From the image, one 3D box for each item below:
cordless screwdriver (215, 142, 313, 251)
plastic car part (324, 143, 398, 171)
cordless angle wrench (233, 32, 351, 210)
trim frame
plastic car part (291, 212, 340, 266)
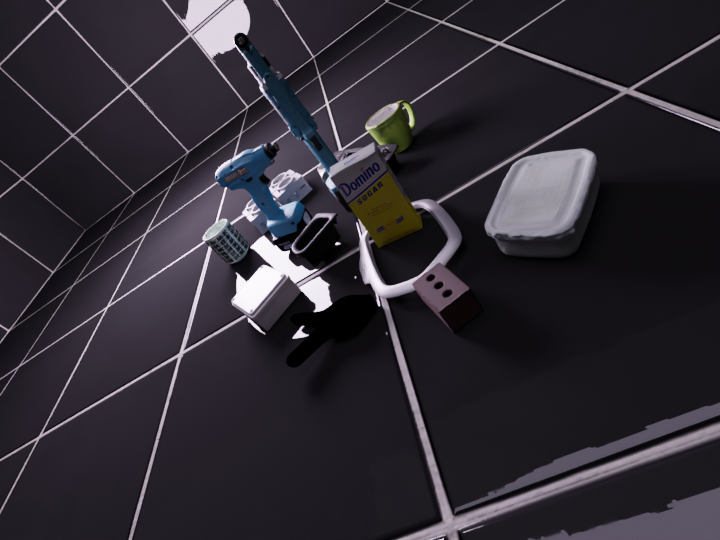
[{"bbox_3d":[-0.184,-0.161,0.933,0.164,0.237,0.076,-21,35,28],"label":"cordless screwdriver"},{"bbox_3d":[0.008,-0.256,1.010,0.213,0.064,0.066,3,51,46],"label":"plastic car part"},{"bbox_3d":[-0.122,-0.306,0.888,0.074,0.403,0.102,-37,31,4],"label":"cordless angle wrench"},{"bbox_3d":[0.074,-0.044,0.737,0.186,0.026,0.259,-33,34,10],"label":"trim frame"},{"bbox_3d":[-0.085,-0.055,0.868,0.069,0.067,0.116,5,53,48],"label":"plastic car part"}]
